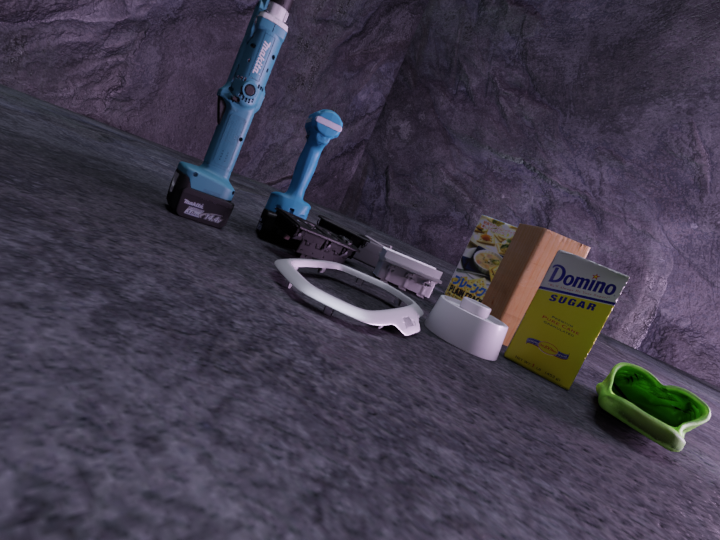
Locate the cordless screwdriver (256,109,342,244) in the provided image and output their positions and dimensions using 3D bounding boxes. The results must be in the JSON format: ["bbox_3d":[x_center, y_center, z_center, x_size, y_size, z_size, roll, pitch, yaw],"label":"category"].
[{"bbox_3d":[-0.115,-0.173,0.783,0.072,0.248,0.165,21,8,-20],"label":"cordless screwdriver"}]

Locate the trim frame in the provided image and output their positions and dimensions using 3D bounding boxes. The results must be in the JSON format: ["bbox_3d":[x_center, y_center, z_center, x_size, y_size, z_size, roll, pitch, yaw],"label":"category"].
[{"bbox_3d":[-0.008,0.029,0.554,0.193,0.027,0.238,27,9,25],"label":"trim frame"}]

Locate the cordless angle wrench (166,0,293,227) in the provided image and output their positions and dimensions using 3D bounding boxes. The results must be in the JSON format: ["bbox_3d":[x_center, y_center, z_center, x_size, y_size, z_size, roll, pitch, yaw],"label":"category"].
[{"bbox_3d":[-0.180,-0.277,0.651,0.093,0.422,0.078,19,8,-33],"label":"cordless angle wrench"}]

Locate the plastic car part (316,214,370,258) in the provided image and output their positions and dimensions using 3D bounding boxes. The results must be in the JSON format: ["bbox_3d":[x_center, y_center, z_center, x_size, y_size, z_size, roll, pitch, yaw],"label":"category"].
[{"bbox_3d":[-0.048,-0.063,0.882,0.115,0.071,0.067,23,8,-7],"label":"plastic car part"}]

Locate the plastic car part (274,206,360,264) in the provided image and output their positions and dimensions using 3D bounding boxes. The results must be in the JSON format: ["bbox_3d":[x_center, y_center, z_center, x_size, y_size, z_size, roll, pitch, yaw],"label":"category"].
[{"bbox_3d":[-0.071,-0.046,0.726,0.070,0.067,0.192,29,10,35],"label":"plastic car part"}]
